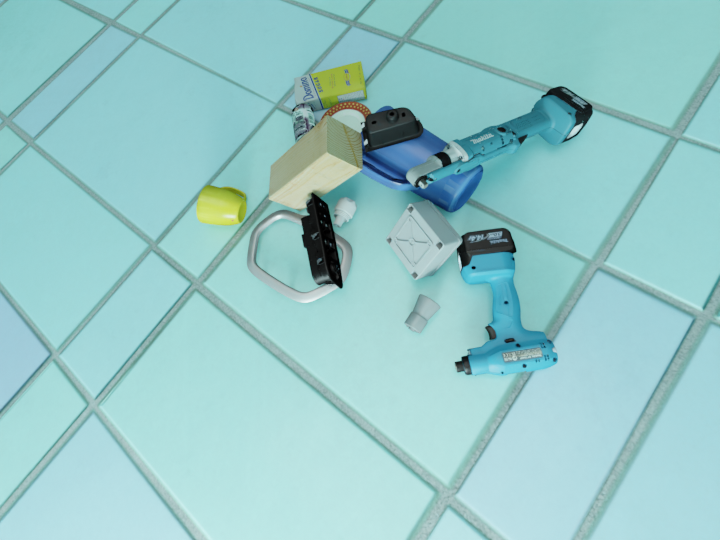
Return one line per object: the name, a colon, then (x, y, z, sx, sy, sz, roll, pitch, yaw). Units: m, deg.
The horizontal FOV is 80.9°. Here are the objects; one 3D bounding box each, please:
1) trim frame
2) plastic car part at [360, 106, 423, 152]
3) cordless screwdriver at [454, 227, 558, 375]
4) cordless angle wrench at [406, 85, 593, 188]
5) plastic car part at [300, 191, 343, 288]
trim frame: (-0.134, -0.037, 0.900, 0.260, 0.026, 0.184, 27, 77, 25)
plastic car part: (0.055, -0.276, 0.797, 0.119, 0.068, 0.067, -11, 79, 15)
cordless screwdriver: (0.222, 0.056, 0.745, 0.161, 0.071, 0.255, -13, 68, 8)
cordless angle wrench: (0.253, -0.240, 0.784, 0.414, 0.073, 0.102, -26, 63, -22)
plastic car part: (-0.083, -0.054, 0.851, 0.068, 0.063, 0.210, -24, 63, 12)
